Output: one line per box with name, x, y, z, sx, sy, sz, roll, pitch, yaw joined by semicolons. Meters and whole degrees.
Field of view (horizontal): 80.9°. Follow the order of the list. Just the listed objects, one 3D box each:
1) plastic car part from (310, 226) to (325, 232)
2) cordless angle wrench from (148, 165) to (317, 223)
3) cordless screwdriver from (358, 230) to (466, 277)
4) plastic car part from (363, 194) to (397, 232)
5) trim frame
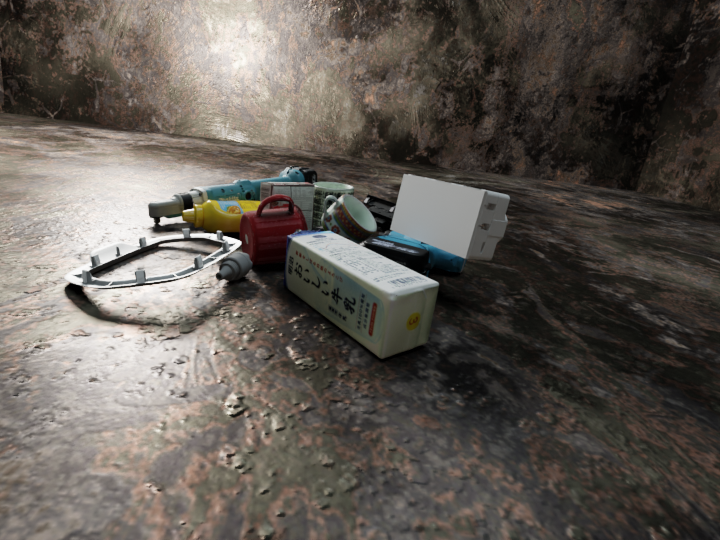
plastic car part;-0.069;-0.045;0.705;0.073;0.064;0.115;-1;19;22
cordless angle wrench;-0.259;-0.164;0.918;0.078;0.096;0.408;17;25;34
cordless screwdriver;0.061;-0.023;0.660;0.166;0.073;0.240;17;17;25
plastic car part;0.072;-0.107;0.911;0.065;0.065;0.215;-22;34;-39
trim frame;-0.272;-0.023;0.577;0.188;0.027;0.248;1;20;12
